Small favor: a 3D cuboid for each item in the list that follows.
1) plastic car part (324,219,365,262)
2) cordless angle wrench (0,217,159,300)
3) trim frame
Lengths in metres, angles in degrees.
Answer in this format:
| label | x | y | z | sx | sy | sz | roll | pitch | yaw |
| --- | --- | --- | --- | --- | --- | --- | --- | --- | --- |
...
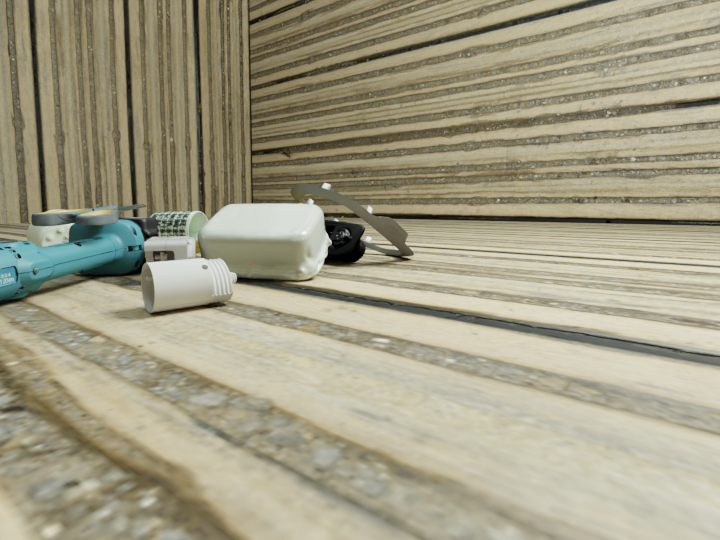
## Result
| label | x | y | z | sx | sy | sz | roll | pitch | yaw |
| --- | --- | --- | --- | --- | --- | --- | --- | --- | --- |
| plastic car part | -0.069 | -0.045 | 0.705 | 0.213 | 0.066 | 0.064 | 6 | -34 | 46 |
| cordless angle wrench | -0.340 | -0.001 | 0.410 | 0.099 | 0.073 | 0.423 | 0 | 11 | 3 |
| trim frame | -0.011 | -0.081 | 0.694 | 0.195 | 0.027 | 0.234 | 19 | -13 | 45 |
